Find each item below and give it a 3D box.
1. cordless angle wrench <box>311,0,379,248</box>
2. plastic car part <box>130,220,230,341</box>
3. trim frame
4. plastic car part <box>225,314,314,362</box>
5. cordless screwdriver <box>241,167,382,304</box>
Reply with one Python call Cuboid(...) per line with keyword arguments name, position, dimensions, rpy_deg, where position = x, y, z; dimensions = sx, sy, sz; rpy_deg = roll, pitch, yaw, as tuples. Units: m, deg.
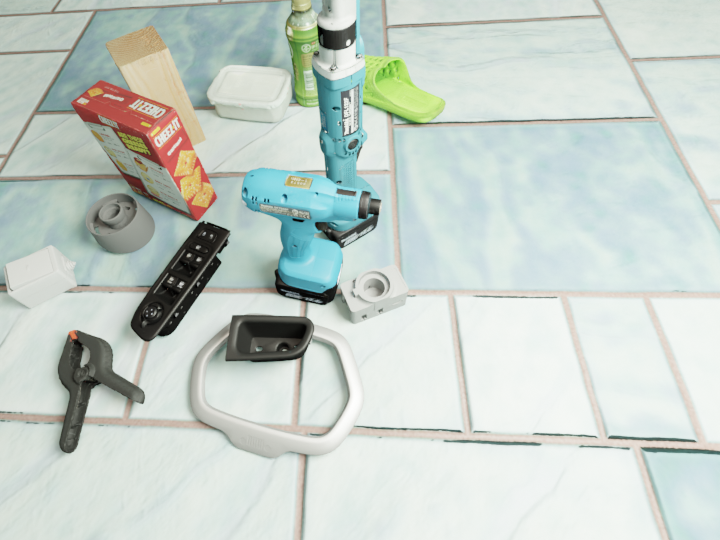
Cuboid(name="cordless angle wrench", position=(-0.023, -0.180, 0.552), dimensions=(0.097, 0.409, 0.078), rpy_deg=(-30, 65, -16))
Cuboid(name="plastic car part", position=(-0.275, 0.020, 0.656), dimensions=(0.068, 0.065, 0.203), rpy_deg=(22, 63, 15))
Cuboid(name="trim frame", position=(-0.118, 0.153, 0.583), dimensions=(0.254, 0.026, 0.187), rpy_deg=(10, 60, 11))
Cuboid(name="plastic car part", position=(-0.120, 0.102, 0.589), dimensions=(0.117, 0.068, 0.068), rpy_deg=(-1, 59, 4))
Cuboid(name="cordless screwdriver", position=(-0.055, -0.036, 0.567), dimensions=(0.162, 0.241, 0.075), rpy_deg=(11, 61, 8))
